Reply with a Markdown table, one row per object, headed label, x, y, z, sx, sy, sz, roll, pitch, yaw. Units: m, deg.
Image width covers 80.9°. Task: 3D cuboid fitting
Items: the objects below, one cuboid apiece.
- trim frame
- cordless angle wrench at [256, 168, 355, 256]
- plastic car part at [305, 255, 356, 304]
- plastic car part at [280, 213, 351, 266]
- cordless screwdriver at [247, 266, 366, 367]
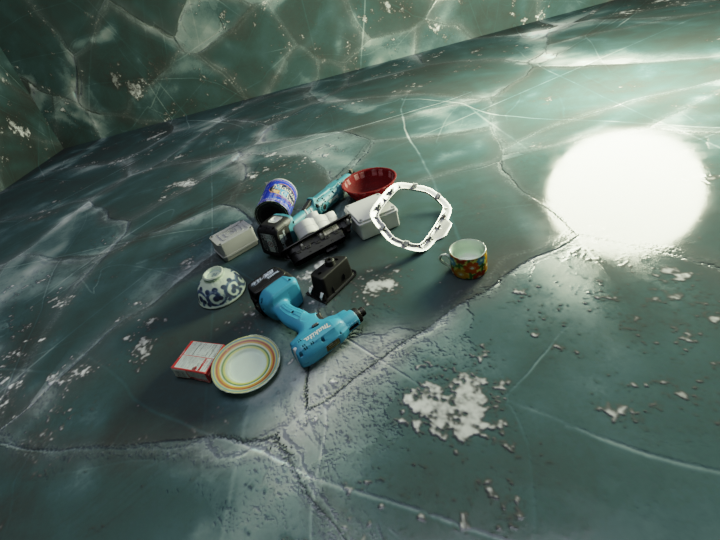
| label | x | y | z | sx | sy | sz | roll | pitch | yaw |
| --- | --- | --- | --- | --- | --- | --- | --- | --- | --- |
| trim frame | 0.129 | -0.139 | 1.029 | 0.188 | 0.027 | 0.246 | 30 | 49 | 11 |
| cordless angle wrench | -0.125 | -0.185 | 1.209 | 0.078 | 0.094 | 0.418 | 9 | 39 | 32 |
| plastic car part | -0.067 | 0.007 | 0.934 | 0.070 | 0.068 | 0.115 | 21 | 53 | 39 |
| plastic car part | -0.103 | -0.068 | 1.058 | 0.200 | 0.068 | 0.066 | -25 | -9 | -15 |
| cordless screwdriver | -0.116 | 0.075 | 0.864 | 0.157 | 0.071 | 0.263 | -34 | 42 | -20 |
